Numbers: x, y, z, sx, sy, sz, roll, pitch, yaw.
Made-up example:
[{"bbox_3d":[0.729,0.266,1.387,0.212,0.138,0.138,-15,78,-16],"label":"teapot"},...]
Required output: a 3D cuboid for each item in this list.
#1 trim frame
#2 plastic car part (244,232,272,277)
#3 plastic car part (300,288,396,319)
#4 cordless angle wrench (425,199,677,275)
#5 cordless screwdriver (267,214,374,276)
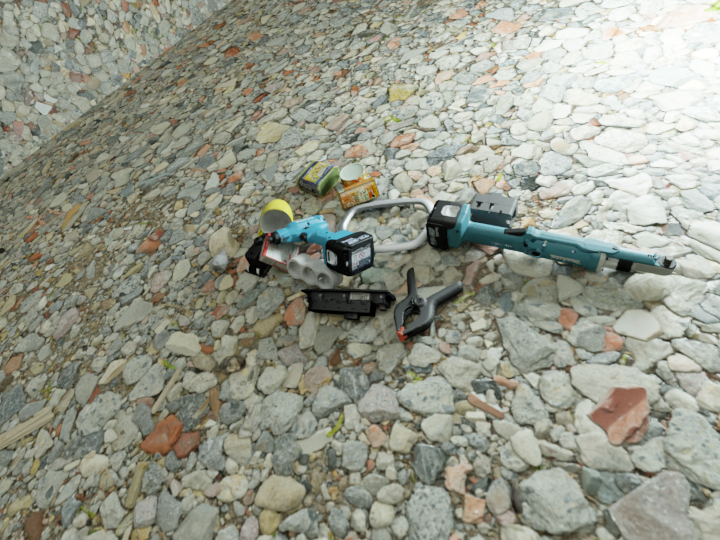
[{"bbox_3d":[0.063,-0.113,1.024,0.256,0.026,0.188,-6,52,21],"label":"trim frame"},{"bbox_3d":[-0.252,-0.051,1.077,0.069,0.067,0.117,14,61,30],"label":"plastic car part"},{"bbox_3d":[-0.032,0.069,0.896,0.211,0.063,0.067,5,80,24],"label":"plastic car part"},{"bbox_3d":[0.345,-0.054,0.823,0.443,0.093,0.074,15,59,27],"label":"cordless angle wrench"},{"bbox_3d":[-0.095,-0.062,0.968,0.154,0.072,0.263,-21,31,-32],"label":"cordless screwdriver"}]
